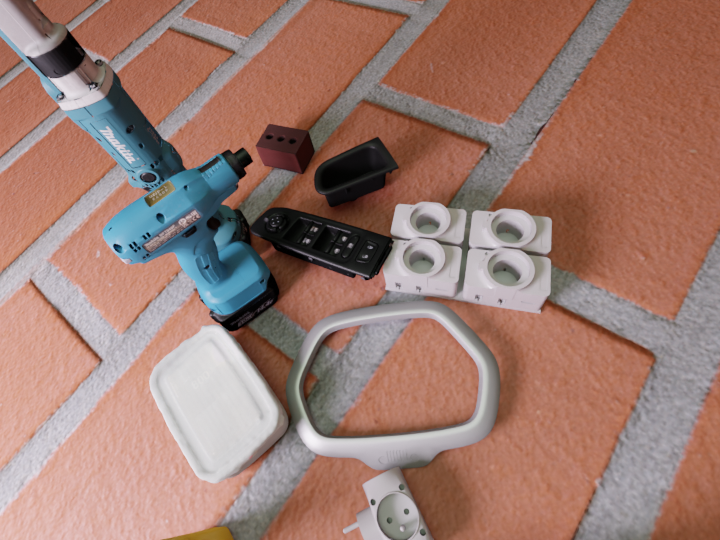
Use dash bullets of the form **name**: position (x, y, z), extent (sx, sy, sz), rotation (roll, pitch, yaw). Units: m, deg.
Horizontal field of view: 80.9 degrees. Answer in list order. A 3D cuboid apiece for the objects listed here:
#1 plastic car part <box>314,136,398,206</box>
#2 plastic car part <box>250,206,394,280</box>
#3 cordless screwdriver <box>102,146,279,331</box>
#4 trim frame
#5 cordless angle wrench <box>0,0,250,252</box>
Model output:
- **plastic car part**: position (-0.010, -0.132, 0.620), extent (0.116, 0.068, 0.069), rotation (-25, 61, -1)
- **plastic car part**: position (-0.057, -0.037, 0.583), extent (0.211, 0.064, 0.066), rotation (21, 69, 23)
- **cordless screwdriver**: position (-0.161, -0.028, 0.503), extent (0.158, 0.238, 0.078), rotation (-38, 63, -9)
- **trim frame**: position (0.031, 0.128, 0.494), extent (0.252, 0.026, 0.190), rotation (-10, 61, 8)
- **cordless angle wrench**: position (-0.239, -0.123, 0.477), extent (0.098, 0.405, 0.077), rotation (-14, 62, 3)
